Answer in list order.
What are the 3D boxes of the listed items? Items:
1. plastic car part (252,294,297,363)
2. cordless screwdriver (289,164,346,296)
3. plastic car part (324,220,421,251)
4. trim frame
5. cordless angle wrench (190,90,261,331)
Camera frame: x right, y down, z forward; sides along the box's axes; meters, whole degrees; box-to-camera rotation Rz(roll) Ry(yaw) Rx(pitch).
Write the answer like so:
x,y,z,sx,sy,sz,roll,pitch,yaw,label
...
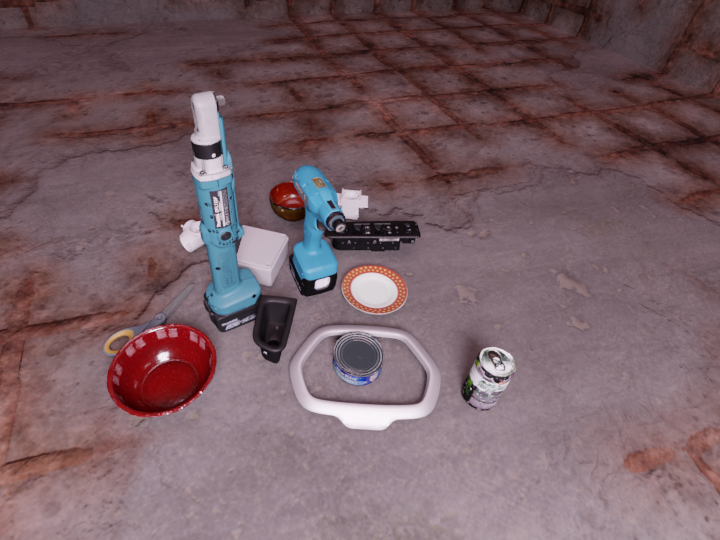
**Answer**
x,y,z,sx,sy,sz,roll,pitch,yaw,label
-0.148,0.107,0.724,0.066,0.069,0.120,5,44,-1,plastic car part
-0.075,-0.049,0.765,0.072,0.242,0.168,-14,47,-21,cordless screwdriver
0.022,-0.074,0.923,0.203,0.065,0.068,3,44,-1,plastic car part
0.006,0.168,0.699,0.248,0.027,0.190,2,44,-1,trim frame
-0.216,-0.068,0.655,0.095,0.411,0.078,-20,50,-26,cordless angle wrench
